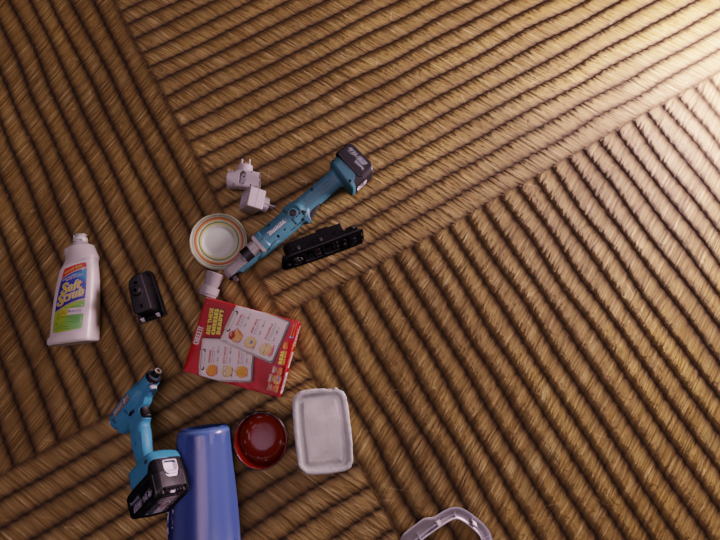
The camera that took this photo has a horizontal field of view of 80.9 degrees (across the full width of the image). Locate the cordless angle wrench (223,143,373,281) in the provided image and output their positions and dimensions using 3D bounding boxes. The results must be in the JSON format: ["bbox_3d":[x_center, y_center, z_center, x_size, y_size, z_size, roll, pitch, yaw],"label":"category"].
[{"bbox_3d":[-0.154,-0.128,0.994,0.421,0.073,0.100,-41,82,-6],"label":"cordless angle wrench"}]

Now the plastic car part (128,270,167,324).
[{"bbox_3d":[-0.493,0.056,0.955,0.065,0.070,0.118,-19,82,-7],"label":"plastic car part"}]

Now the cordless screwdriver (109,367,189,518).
[{"bbox_3d":[-0.410,0.327,0.829,0.159,0.070,0.263,-52,53,10],"label":"cordless screwdriver"}]

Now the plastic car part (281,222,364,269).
[{"bbox_3d":[-0.096,-0.063,0.981,0.202,0.064,0.069,-25,71,-5],"label":"plastic car part"}]

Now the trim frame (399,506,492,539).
[{"bbox_3d":[0.158,0.596,0.847,0.247,0.027,0.188,-33,78,-5],"label":"trim frame"}]
